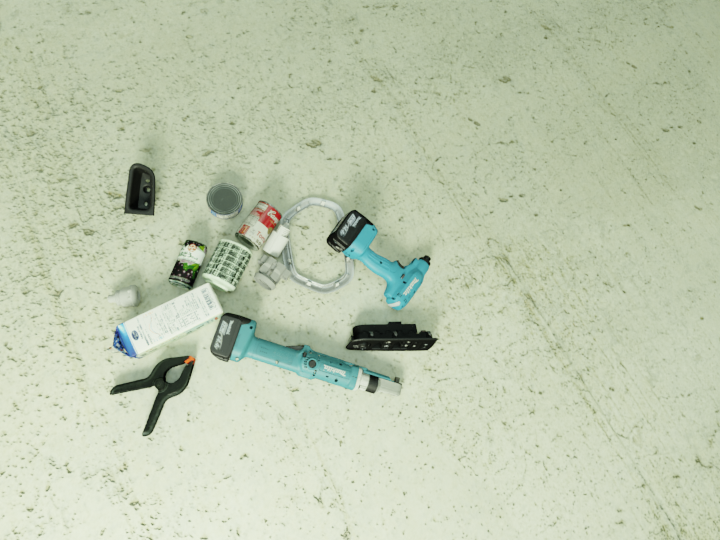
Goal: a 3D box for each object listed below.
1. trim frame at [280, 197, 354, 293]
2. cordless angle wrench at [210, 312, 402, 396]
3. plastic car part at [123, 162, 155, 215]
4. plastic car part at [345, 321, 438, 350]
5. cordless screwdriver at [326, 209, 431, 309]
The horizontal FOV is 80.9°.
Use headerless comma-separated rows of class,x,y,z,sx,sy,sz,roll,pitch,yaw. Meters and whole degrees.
trim frame,-0.101,-0.066,1.029,0.181,0.027,0.254,-6,71,-12
cordless angle wrench,-0.110,0.200,0.915,0.419,0.074,0.099,19,70,-5
plastic car part,-0.502,-0.184,0.983,0.065,0.072,0.117,4,88,-11
plastic car part,0.066,0.149,0.962,0.200,0.065,0.069,-3,64,-10
cordless screwdriver,0.051,-0.043,1.007,0.246,0.075,0.158,43,67,-6
